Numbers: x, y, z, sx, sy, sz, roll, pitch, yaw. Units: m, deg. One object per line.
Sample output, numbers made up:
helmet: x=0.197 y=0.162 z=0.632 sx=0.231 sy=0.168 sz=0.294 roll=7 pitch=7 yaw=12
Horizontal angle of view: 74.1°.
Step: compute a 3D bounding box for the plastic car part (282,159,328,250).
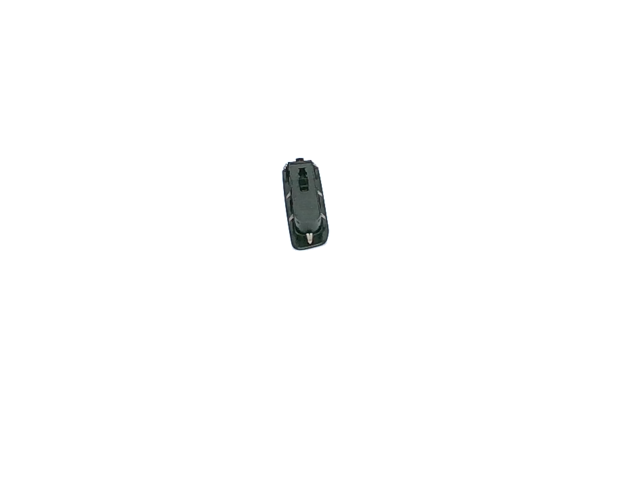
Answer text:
plastic car part: x=-0.023 y=-0.071 z=0.691 sx=0.066 sy=0.202 sz=0.067 roll=0 pitch=-40 yaw=-9
